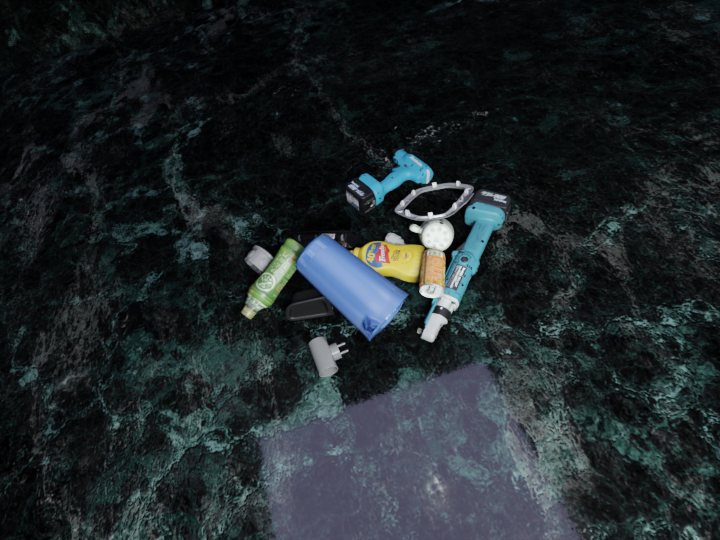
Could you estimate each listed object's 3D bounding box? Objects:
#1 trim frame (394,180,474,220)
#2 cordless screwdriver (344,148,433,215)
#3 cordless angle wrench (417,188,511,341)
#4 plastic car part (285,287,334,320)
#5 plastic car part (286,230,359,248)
[{"bbox_3d":[0.198,-0.187,1.109,0.193,0.027,0.244,8,33,32],"label":"trim frame"},{"bbox_3d":[0.066,-0.269,1.226,0.245,0.071,0.168,-30,53,-14],"label":"cordless screwdriver"},{"bbox_3d":[0.243,-0.014,1.000,0.102,0.071,0.423,19,63,24],"label":"cordless angle wrench"},{"bbox_3d":[-0.127,0.075,1.032,0.118,0.063,0.073,-9,38,9],"label":"plastic car part"},{"bbox_3d":[-0.109,-0.071,1.114,0.213,0.063,0.067,7,81,32],"label":"plastic car part"}]
